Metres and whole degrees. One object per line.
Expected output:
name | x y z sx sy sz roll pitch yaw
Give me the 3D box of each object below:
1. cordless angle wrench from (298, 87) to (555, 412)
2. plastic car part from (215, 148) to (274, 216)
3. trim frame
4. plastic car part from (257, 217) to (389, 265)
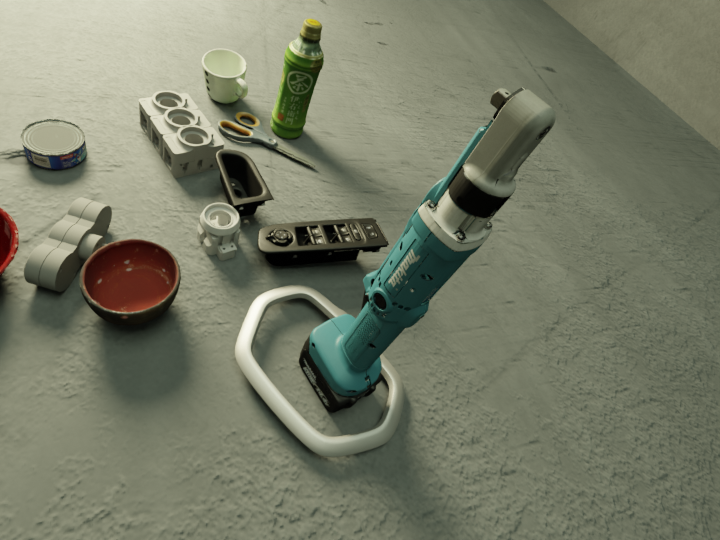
cordless angle wrench | 0.036 0.020 0.409 0.072 0.420 0.102 -20 65 -35
plastic car part | -0.196 -0.133 0.683 0.064 0.070 0.121 -14 59 -31
trim frame | -0.051 0.122 0.556 0.256 0.027 0.180 41 51 15
plastic car part | -0.064 -0.042 0.659 0.196 0.066 0.069 -3 55 -22
